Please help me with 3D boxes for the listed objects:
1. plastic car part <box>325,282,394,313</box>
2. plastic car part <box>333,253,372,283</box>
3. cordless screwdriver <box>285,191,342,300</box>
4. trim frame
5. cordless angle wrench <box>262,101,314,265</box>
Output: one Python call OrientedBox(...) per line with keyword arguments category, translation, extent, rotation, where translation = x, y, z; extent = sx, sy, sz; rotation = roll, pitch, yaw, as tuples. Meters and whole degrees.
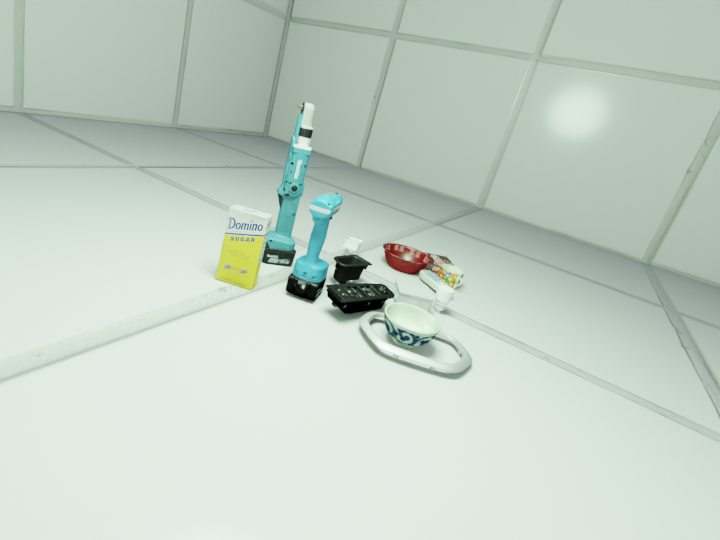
OrientedBox(category="plastic car part", translation=(0.003, 0.067, 0.983), extent=(0.194, 0.066, 0.070), rotation=(-6, 29, -44))
OrientedBox(category="plastic car part", translation=(-0.035, 0.001, 1.125), extent=(0.070, 0.070, 0.111), rotation=(29, 24, 34))
OrientedBox(category="cordless screwdriver", translation=(-0.098, -0.064, 0.999), extent=(0.076, 0.246, 0.158), rotation=(19, 19, 7))
OrientedBox(category="trim frame", translation=(0.115, 0.149, 0.900), extent=(0.251, 0.027, 0.185), rotation=(16, 20, 3))
OrientedBox(category="cordless angle wrench", translation=(-0.179, -0.218, 1.100), extent=(0.095, 0.418, 0.077), rotation=(9, 20, -20))
